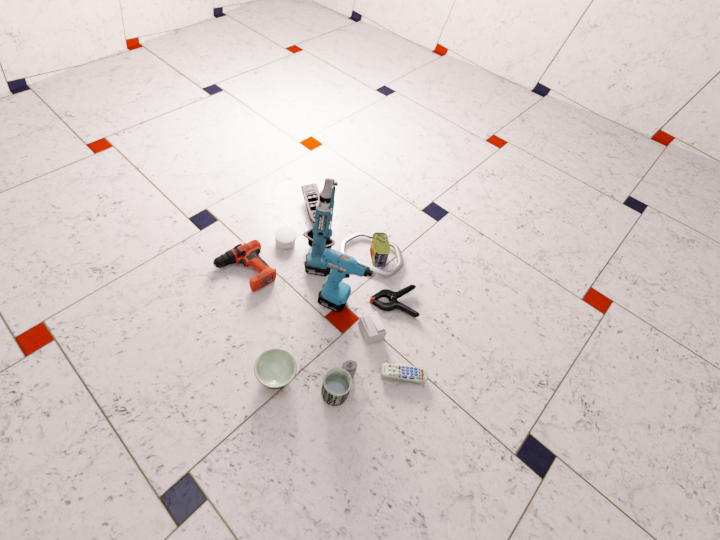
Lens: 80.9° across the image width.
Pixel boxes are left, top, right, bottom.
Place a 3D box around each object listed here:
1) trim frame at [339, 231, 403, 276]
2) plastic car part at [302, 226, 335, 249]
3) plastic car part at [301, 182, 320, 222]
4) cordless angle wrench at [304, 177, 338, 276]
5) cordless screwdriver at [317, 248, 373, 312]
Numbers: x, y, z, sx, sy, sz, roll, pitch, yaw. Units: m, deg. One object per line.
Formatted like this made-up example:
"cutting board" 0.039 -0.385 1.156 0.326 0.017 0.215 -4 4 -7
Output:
"trim frame" 0.039 -0.061 1.571 0.254 0.027 0.184 21 52 11
"plastic car part" -0.152 -0.100 1.557 0.121 0.069 0.065 37 56 21
"plastic car part" -0.187 -0.255 1.681 0.065 0.065 0.212 -8 53 -15
"cordless angle wrench" -0.122 -0.136 1.368 0.098 0.413 0.076 12 51 -2
"cordless screwdriver" -0.053 0.040 1.342 0.162 0.243 0.074 23 52 9
